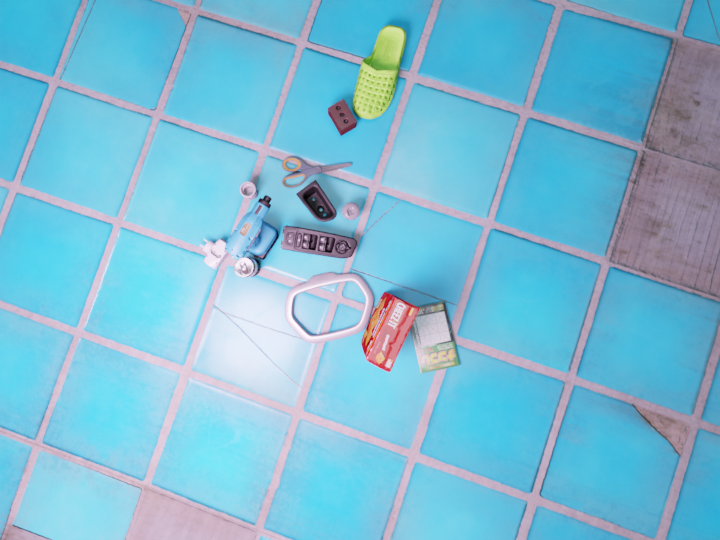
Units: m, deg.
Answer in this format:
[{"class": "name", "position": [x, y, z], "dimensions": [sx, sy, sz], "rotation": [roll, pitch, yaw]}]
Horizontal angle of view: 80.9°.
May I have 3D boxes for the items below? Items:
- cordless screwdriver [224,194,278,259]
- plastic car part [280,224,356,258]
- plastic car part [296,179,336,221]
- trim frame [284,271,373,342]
[{"class": "cordless screwdriver", "position": [-0.260, -0.105, 1.078], "dimensions": [0.074, 0.248, 0.159], "rotation": [32, 89, -2]}, {"class": "plastic car part", "position": [-0.113, -0.074, 1.160], "dimensions": [0.204, 0.066, 0.066], "rotation": [9, 88, 3]}, {"class": "plastic car part", "position": [-0.115, -0.179, 1.164], "dimensions": [0.066, 0.070, 0.117], "rotation": [-36, 87, -1]}, {"class": "trim frame", "position": [-0.087, 0.099, 1.168], "dimensions": [0.249, 0.027, 0.185], "rotation": [-14, 86, 2]}]
